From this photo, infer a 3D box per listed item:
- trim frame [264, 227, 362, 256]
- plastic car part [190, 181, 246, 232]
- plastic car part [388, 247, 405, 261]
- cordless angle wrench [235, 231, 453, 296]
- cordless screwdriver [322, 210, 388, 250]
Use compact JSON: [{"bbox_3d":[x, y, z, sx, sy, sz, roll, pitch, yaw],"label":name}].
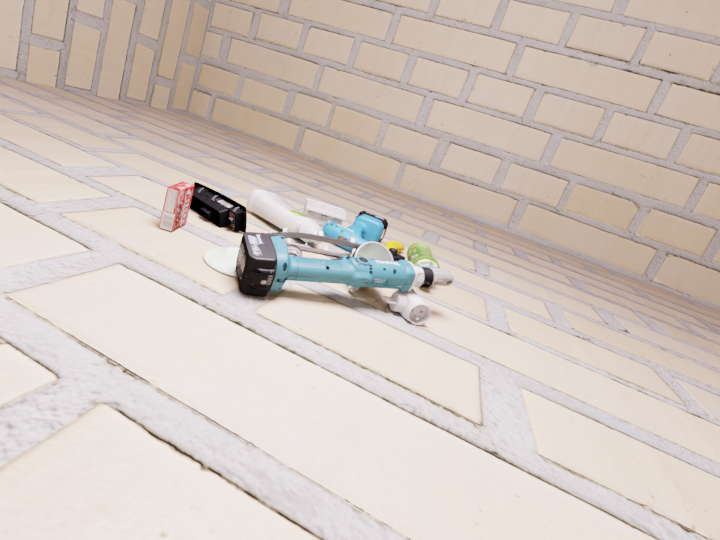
[{"bbox_3d":[-0.091,-0.059,0.928,0.238,0.028,0.190,9,-8,-27],"label":"trim frame"},{"bbox_3d":[-0.346,-0.145,0.984,0.065,0.064,0.214,-30,47,-35],"label":"plastic car part"},{"bbox_3d":[0.062,-0.018,0.988,0.070,0.070,0.111,33,25,35],"label":"plastic car part"},{"bbox_3d":[-0.006,0.001,0.761,0.408,0.073,0.103,5,32,-23],"label":"cordless angle wrench"},{"bbox_3d":[0.013,-0.100,1.188,0.165,0.073,0.242,25,22,18],"label":"cordless screwdriver"}]
